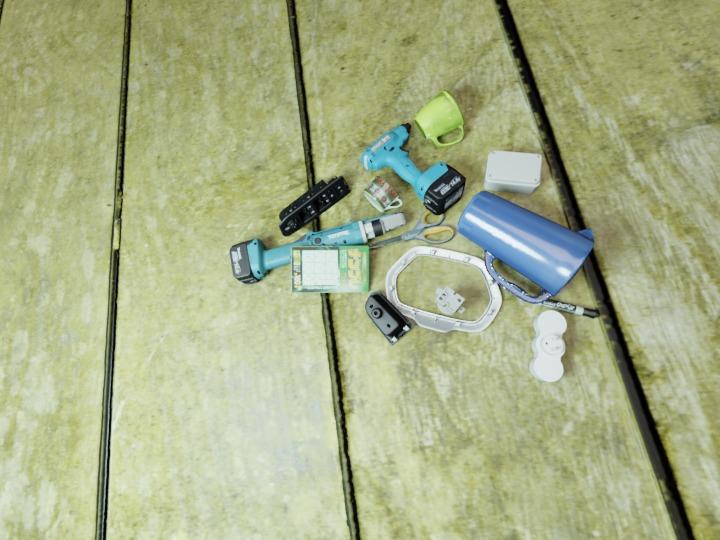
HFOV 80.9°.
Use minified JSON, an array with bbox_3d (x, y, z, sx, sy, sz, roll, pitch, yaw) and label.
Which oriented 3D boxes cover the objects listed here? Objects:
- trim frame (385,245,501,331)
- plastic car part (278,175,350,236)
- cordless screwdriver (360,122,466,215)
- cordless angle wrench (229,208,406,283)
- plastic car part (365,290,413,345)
[{"bbox_3d":[0.179,0.041,0.932,0.256,0.026,0.185,14,77,15],"label":"trim frame"},{"bbox_3d":[-0.127,-0.167,1.050,0.203,0.063,0.070,-41,61,-2],"label":"plastic car part"},{"bbox_3d":[0.139,-0.254,1.010,0.158,0.071,0.260,-43,65,-13],"label":"cordless screwdriver"},{"bbox_3d":[-0.098,-0.064,1.006,0.427,0.072,0.100,-15,72,6],"label":"cordless angle wrench"},{"bbox_3d":[0.048,0.099,0.916,0.066,0.068,0.120,-45,72,8],"label":"plastic car part"}]
